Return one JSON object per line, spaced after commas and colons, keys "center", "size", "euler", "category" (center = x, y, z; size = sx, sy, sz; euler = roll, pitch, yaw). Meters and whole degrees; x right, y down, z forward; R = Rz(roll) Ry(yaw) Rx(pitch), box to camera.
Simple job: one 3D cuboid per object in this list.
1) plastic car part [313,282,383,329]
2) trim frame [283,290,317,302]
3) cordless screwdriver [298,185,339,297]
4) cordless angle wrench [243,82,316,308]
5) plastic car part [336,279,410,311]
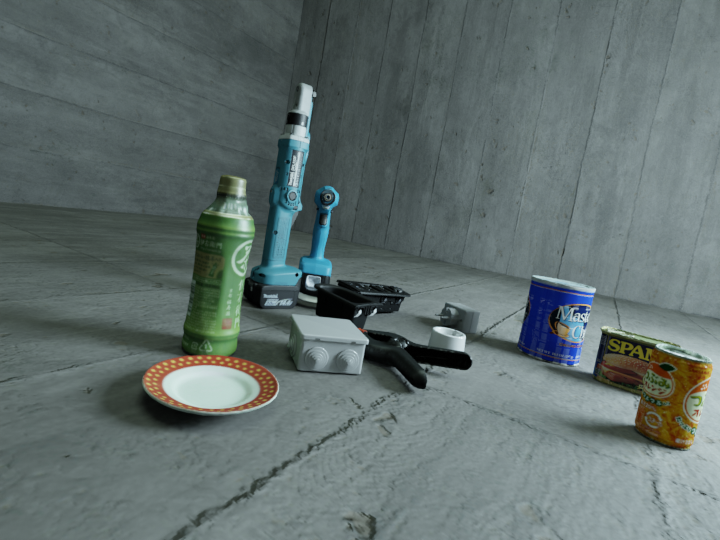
{"center": [-0.032, 0.069, 0.707], "size": [0.063, 0.070, 0.123], "euler": [4, 9, -45], "category": "plastic car part"}
{"center": [-0.110, 0.046, 0.947], "size": [0.175, 0.027, 0.263], "euler": [2, 11, -45], "category": "trim frame"}
{"center": [-0.089, -0.058, 0.910], "size": [0.074, 0.247, 0.161], "euler": [9, 6, -7], "category": "cordless screwdriver"}
{"center": [-0.142, -0.141, 0.805], "size": [0.093, 0.421, 0.078], "euler": [6, 6, -38], "category": "cordless angle wrench"}
{"center": [0.033, 0.058, 0.880], "size": [0.070, 0.067, 0.193], "euler": [15, 9, 41], "category": "plastic car part"}
